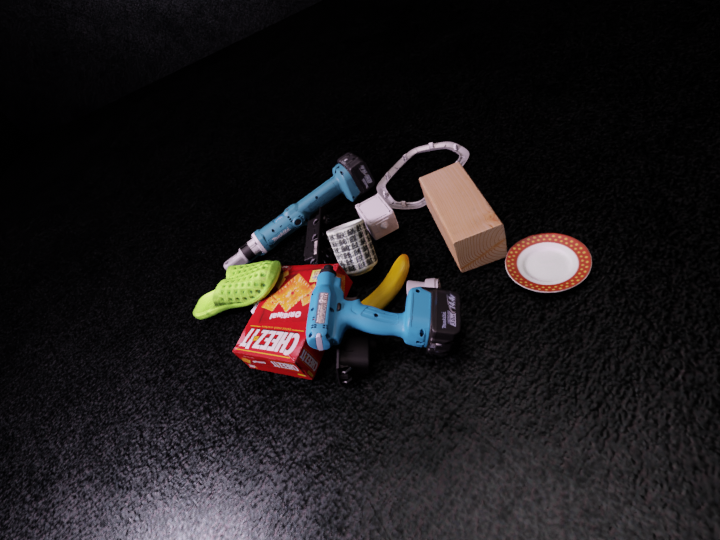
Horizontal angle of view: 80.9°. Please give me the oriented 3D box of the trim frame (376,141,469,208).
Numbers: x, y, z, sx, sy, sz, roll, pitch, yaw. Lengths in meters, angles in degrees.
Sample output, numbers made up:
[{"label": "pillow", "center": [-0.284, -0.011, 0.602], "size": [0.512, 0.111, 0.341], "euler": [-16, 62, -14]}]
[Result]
[{"label": "trim frame", "center": [0.148, -0.234, 1.013], "size": [0.195, 0.026, 0.247], "euler": [27, 65, 40]}]

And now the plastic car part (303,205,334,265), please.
[{"label": "plastic car part", "center": [-0.094, -0.061, 0.957], "size": [0.069, 0.063, 0.209], "euler": [-27, 40, 27]}]

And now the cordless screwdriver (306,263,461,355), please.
[{"label": "cordless screwdriver", "center": [0.037, 0.060, 0.719], "size": [0.252, 0.072, 0.163], "euler": [1, 51, 6]}]

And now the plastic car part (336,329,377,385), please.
[{"label": "plastic car part", "center": [-0.006, 0.134, 0.740], "size": [0.072, 0.063, 0.119], "euler": [0, 49, 6]}]

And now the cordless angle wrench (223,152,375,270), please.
[{"label": "cordless angle wrench", "center": [-0.160, -0.130, 1.039], "size": [0.422, 0.093, 0.078], "euler": [-37, 41, -3]}]
